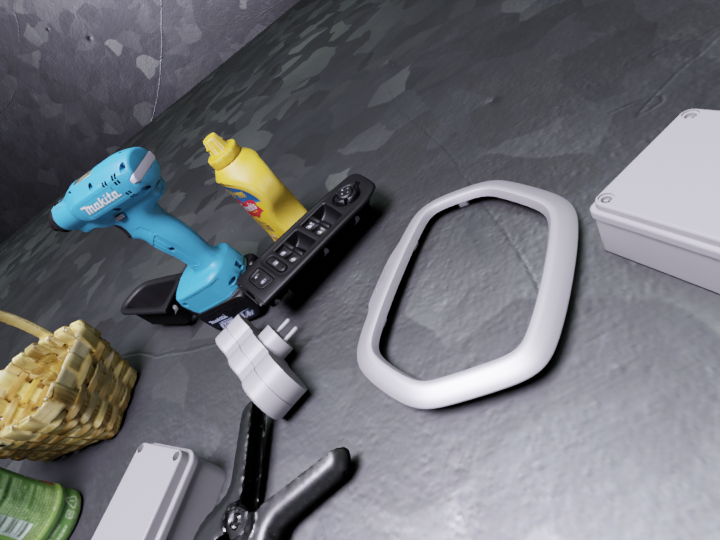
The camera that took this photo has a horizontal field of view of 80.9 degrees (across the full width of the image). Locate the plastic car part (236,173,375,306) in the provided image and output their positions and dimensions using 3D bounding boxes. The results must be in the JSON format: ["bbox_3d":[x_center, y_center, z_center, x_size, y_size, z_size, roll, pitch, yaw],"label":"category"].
[{"bbox_3d":[-0.049,-0.032,0.504,0.202,0.063,0.070,-50,38,-11],"label":"plastic car part"}]

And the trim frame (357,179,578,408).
[{"bbox_3d":[0.088,0.006,0.380,0.193,0.026,0.250,-2,52,39],"label":"trim frame"}]

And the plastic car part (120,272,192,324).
[{"bbox_3d":[-0.285,0.053,0.619,0.121,0.067,0.067,-11,46,33],"label":"plastic car part"}]

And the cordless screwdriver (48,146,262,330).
[{"bbox_3d":[-0.235,-0.021,0.510,0.163,0.236,0.076,-21,40,24],"label":"cordless screwdriver"}]
